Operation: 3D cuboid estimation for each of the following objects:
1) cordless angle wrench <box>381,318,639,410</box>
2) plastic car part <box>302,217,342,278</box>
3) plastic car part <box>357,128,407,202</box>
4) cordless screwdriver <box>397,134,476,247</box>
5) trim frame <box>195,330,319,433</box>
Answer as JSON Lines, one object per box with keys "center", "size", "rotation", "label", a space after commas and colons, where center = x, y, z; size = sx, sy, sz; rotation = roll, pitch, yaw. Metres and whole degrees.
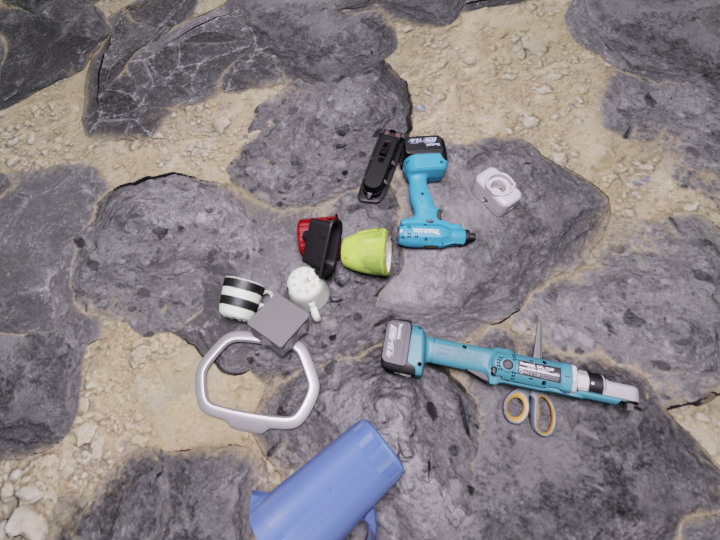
{"center": [0.253, 0.172, 0.749], "size": [0.433, 0.072, 0.099], "rotation": [9, 69, 12], "label": "cordless angle wrench"}
{"center": [-0.080, -0.053, 0.822], "size": [0.074, 0.064, 0.115], "rotation": [15, 106, 22], "label": "plastic car part"}
{"center": [0.051, -0.246, 0.966], "size": [0.067, 0.066, 0.204], "rotation": [19, 73, 3], "label": "plastic car part"}
{"center": [0.160, -0.167, 0.913], "size": [0.160, 0.073, 0.253], "rotation": [1, 71, 2], "label": "cordless screwdriver"}
{"center": [-0.202, 0.213, 0.819], "size": [0.252, 0.027, 0.187], "rotation": [6, 67, 7], "label": "trim frame"}
